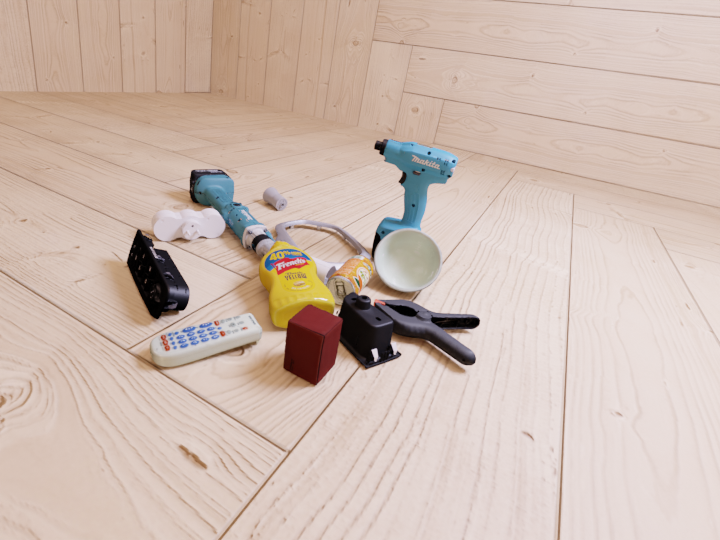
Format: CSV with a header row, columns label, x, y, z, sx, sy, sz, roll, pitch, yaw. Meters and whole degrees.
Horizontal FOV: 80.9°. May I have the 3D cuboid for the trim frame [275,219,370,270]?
label,x,y,z,sx,sy,sz,roll,pitch,yaw
trim frame,-0.088,-0.057,0.897,0.177,0.027,0.262,-4,30,-27

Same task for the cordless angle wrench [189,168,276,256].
label,x,y,z,sx,sy,sz,roll,pitch,yaw
cordless angle wrench,-0.269,-0.119,0.919,0.094,0.073,0.448,-9,33,-34

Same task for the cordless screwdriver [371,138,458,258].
label,x,y,z,sx,sy,sz,roll,pitch,yaw
cordless screwdriver,0.077,-0.135,0.853,0.163,0.245,0.074,21,26,10

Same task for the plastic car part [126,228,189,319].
label,x,y,z,sx,sy,sz,roll,pitch,yaw
plastic car part,-0.315,0.010,0.659,0.063,0.066,0.215,24,10,-41

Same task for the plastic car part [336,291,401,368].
label,x,y,z,sx,sy,sz,roll,pitch,yaw
plastic car part,0.004,0.073,0.610,0.063,0.070,0.123,-9,34,-36
